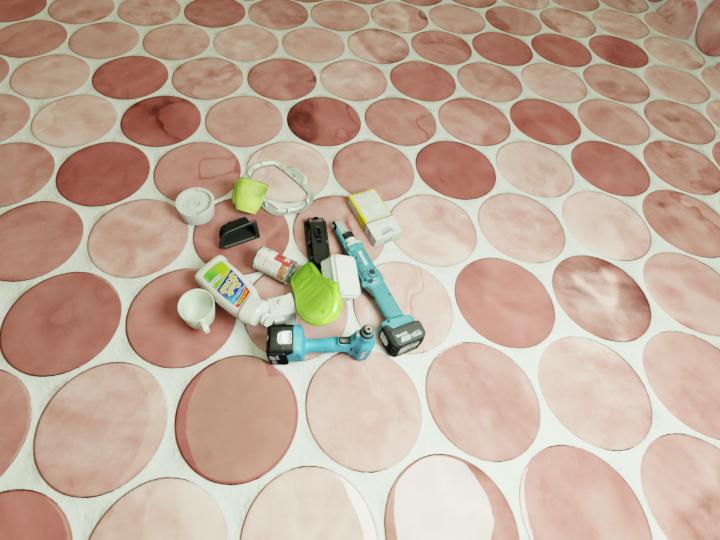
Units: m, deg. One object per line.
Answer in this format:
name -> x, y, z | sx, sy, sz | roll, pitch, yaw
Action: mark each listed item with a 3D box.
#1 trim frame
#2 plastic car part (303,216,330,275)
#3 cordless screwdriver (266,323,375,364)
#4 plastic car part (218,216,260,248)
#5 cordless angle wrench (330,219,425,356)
trim frame -> -0.257, -0.264, 1.322 | 0.181, 0.027, 0.259 | -37, 65, -27
plastic car part -> -0.116, -0.076, 1.189 | 0.065, 0.066, 0.210 | 1, 58, -16
cordless screwdriver -> -0.090, 0.162, 0.970 | 0.247, 0.155, 0.076 | 1, 61, -4
plastic car part -> -0.353, -0.115, 1.199 | 0.114, 0.063, 0.075 | -21, 47, -15
cordless angle wrench -> 0.025, 0.020, 1.131 | 0.096, 0.072, 0.443 | -18, 57, -18
